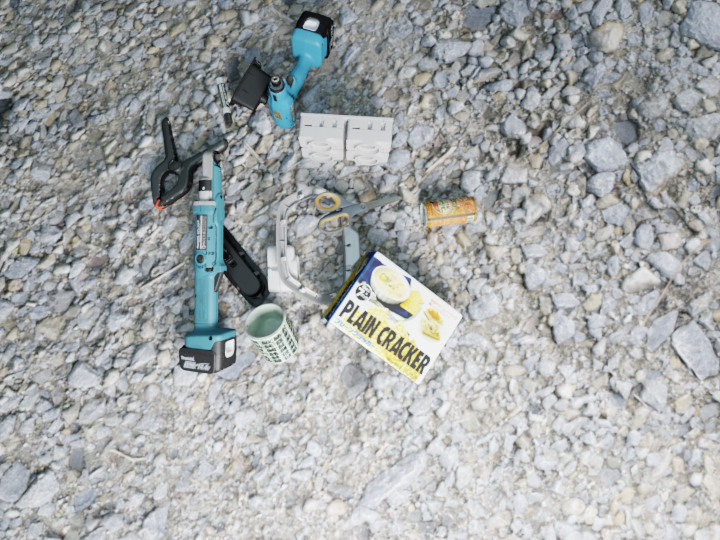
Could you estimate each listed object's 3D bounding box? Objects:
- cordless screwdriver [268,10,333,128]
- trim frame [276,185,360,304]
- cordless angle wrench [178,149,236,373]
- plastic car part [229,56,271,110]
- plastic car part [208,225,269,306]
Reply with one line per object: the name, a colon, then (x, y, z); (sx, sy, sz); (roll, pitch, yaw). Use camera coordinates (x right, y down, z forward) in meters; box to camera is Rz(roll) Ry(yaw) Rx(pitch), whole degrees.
cordless screwdriver: (-0.134, -0.446, 0.911); (0.075, 0.157, 0.250); (20, 79, 2)
trim frame: (-0.084, -0.055, 0.861); (0.177, 0.028, 0.252); (4, 74, -27)
cordless angle wrench: (-0.295, -0.022, 0.823); (0.101, 0.072, 0.423); (1, 90, 18)
plastic car part: (-0.240, -0.410, 0.964); (0.070, 0.067, 0.117); (25, 84, -9)
plastic car part: (-0.262, -0.016, 0.880); (0.066, 0.066, 0.206); (-39, 82, -13)
